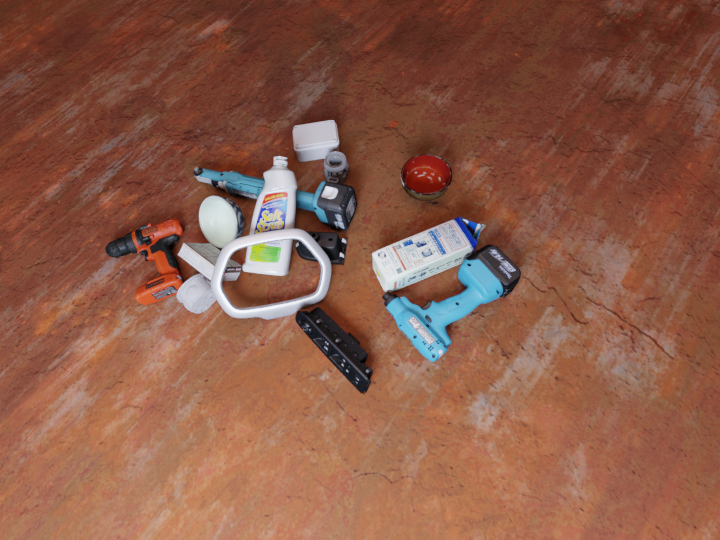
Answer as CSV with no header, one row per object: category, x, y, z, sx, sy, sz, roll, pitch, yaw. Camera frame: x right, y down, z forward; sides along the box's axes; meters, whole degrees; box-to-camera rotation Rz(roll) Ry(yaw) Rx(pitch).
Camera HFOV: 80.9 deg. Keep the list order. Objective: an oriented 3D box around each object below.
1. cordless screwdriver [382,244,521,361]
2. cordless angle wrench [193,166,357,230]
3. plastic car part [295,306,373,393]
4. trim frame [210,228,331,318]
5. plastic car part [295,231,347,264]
cordless screwdriver,0.177,0.043,0.839,0.247,0.071,0.166,-39,65,-8
cordless angle wrench,-0.220,-0.190,1.008,0.438,0.094,0.075,15,66,19
plastic car part,-0.048,0.140,0.825,0.211,0.064,0.066,38,63,22
trim frame,-0.182,0.011,0.869,0.246,0.028,0.182,-12,98,-8
plastic car part,-0.091,-0.059,0.927,0.118,0.069,0.067,7,64,6
